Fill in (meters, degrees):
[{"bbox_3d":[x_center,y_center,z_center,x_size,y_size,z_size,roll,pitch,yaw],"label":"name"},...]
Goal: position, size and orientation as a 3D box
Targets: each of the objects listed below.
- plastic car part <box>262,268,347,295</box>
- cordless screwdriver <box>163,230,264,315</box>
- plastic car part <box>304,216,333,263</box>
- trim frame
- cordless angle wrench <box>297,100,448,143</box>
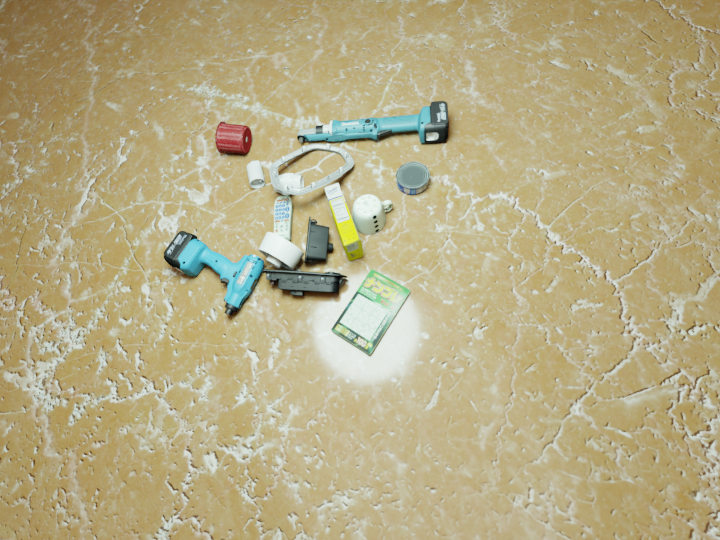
[{"bbox_3d":[-0.134,0.027,1.017,0.207,0.064,0.068,-1,75,11],"label":"plastic car part"},{"bbox_3d":[-0.384,0.004,1.075,0.256,0.072,0.160,19,70,15],"label":"cordless screwdriver"},{"bbox_3d":[-0.104,-0.068,1.063,0.070,0.065,0.119,2,68,-5],"label":"plastic car part"},{"bbox_3d":[-0.134,-0.282,1.152,0.244,0.027,0.194,-33,57,-27],"label":"trim frame"},{"bbox_3d":[0.026,-0.400,1.190,0.433,0.071,0.100,0,65,14],"label":"cordless angle wrench"}]
